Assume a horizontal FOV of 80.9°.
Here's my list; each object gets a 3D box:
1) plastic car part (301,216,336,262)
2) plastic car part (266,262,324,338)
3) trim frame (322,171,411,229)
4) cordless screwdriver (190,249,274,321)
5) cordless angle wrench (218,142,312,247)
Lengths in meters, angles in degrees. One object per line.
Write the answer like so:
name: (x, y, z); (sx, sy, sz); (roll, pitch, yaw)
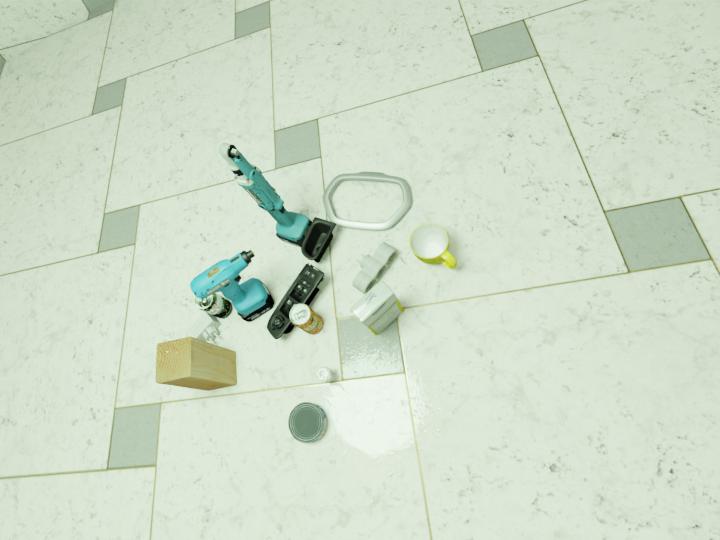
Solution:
plastic car part: (-0.109, -0.072, 1.120); (0.069, 0.068, 0.117); (19, 75, 22)
plastic car part: (-0.164, 0.083, 1.075); (0.069, 0.064, 0.203); (32, 81, 25)
trim frame: (0.014, -0.195, 1.154); (0.257, 0.026, 0.186); (6, 70, 21)
cordless screwdriver: (-0.285, 0.036, 1.037); (0.159, 0.238, 0.077); (-33, 65, 1)
cordless angle wrench: (-0.221, -0.173, 1.009); (0.102, 0.404, 0.074); (20, 76, 21)
